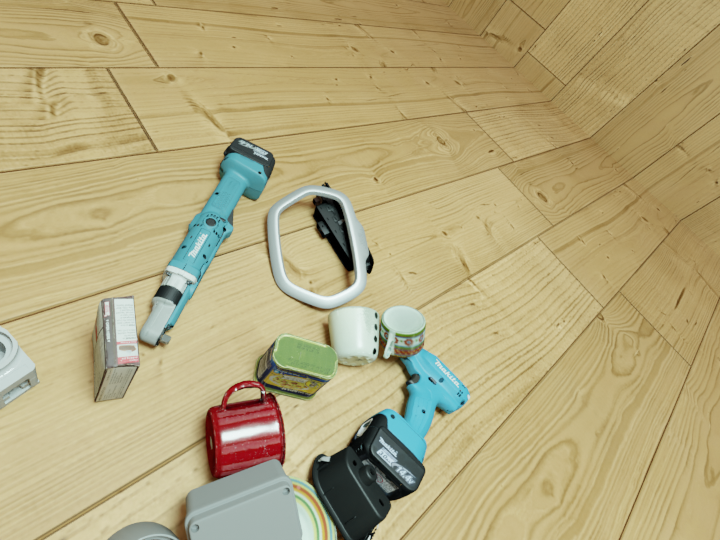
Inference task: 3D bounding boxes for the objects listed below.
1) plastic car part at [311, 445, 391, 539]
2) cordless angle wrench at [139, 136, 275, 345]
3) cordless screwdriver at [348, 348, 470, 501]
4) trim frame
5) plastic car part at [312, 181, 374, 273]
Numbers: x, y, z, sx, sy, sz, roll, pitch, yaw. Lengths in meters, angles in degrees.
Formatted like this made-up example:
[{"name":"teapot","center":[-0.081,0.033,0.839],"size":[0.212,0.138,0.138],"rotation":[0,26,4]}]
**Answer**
[{"name":"plastic car part","center":[-0.006,0.283,0.545],"size":[0.120,0.072,0.063],"rotation":[55,20,15]},{"name":"cordless angle wrench","center":[-0.252,-0.065,0.705],"size":[0.096,0.074,0.430],"rotation":[24,49,-13]},{"name":"cordless screwdriver","center":[0.064,0.209,0.657],"size":[0.162,0.074,0.243],"rotation":[44,42,8]},{"name":"trim frame","center":[-0.076,-0.050,0.775],"size":[0.181,0.027,0.256],"rotation":[-8,65,-10]},{"name":"plastic car part","center":[-0.042,-0.078,0.836],"size":[0.065,0.066,0.210],"rotation":[-24,69,-31]}]
